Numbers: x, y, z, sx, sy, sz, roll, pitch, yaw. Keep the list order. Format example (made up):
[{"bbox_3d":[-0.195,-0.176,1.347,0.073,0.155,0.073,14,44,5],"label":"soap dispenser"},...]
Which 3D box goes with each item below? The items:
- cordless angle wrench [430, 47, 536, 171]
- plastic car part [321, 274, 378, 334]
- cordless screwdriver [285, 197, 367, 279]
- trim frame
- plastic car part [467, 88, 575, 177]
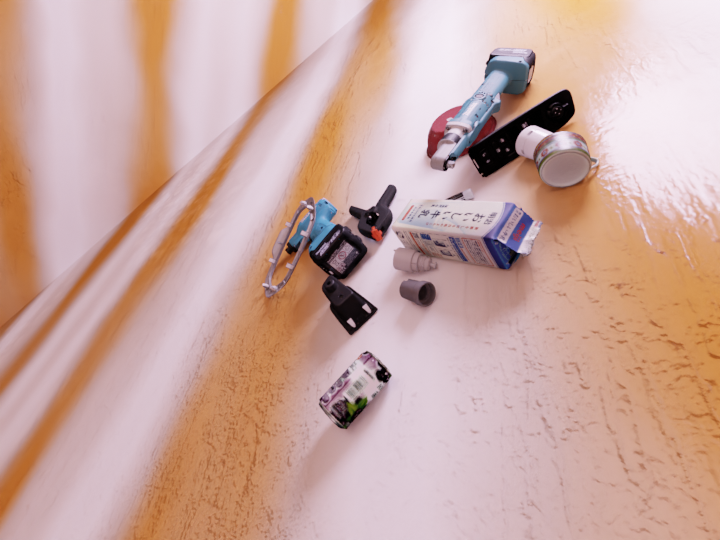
[{"bbox_3d":[0.236,-0.321,0.837,0.103,0.071,0.420,19,54,27],"label":"cordless angle wrench"},{"bbox_3d":[-0.035,0.048,0.756,0.066,0.067,0.123,-42,37,-6],"label":"plastic car part"},{"bbox_3d":[-0.091,-0.059,0.926,0.159,0.071,0.260,-48,30,6],"label":"cordless screwdriver"},{"bbox_3d":[-0.163,-0.055,0.956,0.248,0.026,0.191,-67,25,-1],"label":"trim frame"},{"bbox_3d":[0.301,-0.259,0.796,0.205,0.065,0.067,-32,10,14],"label":"plastic car part"}]
